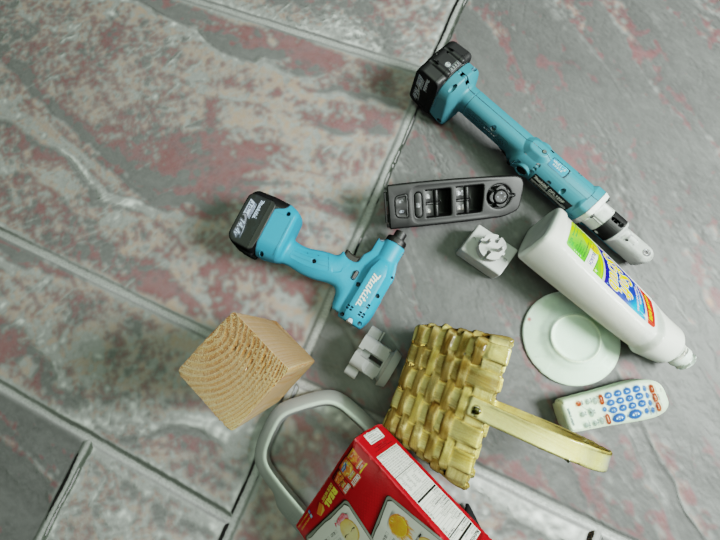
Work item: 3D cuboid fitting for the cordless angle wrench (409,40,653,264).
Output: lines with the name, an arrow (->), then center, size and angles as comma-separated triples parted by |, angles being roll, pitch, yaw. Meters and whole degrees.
cordless angle wrench -> 0.254, -0.166, 0.628 | 0.074, 0.096, 0.431 | -42, 80, -8

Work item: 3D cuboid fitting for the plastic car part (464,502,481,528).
plastic car part -> 0.114, 0.357, 0.521 | 0.072, 0.112, 0.067 | -29, 80, 22

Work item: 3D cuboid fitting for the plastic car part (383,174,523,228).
plastic car part -> 0.136, -0.105, 0.636 | 0.204, 0.067, 0.066 | -5, 98, 4

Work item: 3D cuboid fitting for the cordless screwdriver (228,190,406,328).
cordless screwdriver -> -0.063, -0.041, 0.645 | 0.253, 0.073, 0.159 | 30, 82, 8

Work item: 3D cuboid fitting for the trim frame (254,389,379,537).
trim frame -> -0.035, 0.286, 0.591 | 0.254, 0.027, 0.184 | 41, 84, 12
